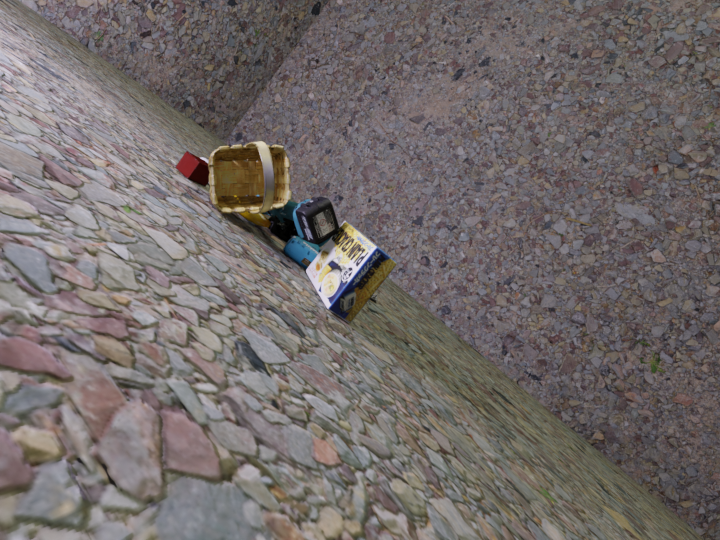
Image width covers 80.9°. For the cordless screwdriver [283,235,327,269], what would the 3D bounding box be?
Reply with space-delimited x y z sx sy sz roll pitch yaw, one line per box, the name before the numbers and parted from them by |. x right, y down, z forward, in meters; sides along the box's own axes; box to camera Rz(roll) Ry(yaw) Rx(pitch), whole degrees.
cordless screwdriver | -0.112 -0.073 1.141 0.155 0.075 0.253 36 26 -14

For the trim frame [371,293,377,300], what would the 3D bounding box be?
trim frame | -0.030 0.024 1.461 0.262 0.027 0.174 43 8 31

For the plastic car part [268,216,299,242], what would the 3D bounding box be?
plastic car part | -0.207 -0.116 1.245 0.070 0.066 0.193 30 1 28

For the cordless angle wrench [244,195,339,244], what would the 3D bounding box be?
cordless angle wrench | -0.217 -0.162 1.101 0.447 0.073 0.094 22 -43 49
